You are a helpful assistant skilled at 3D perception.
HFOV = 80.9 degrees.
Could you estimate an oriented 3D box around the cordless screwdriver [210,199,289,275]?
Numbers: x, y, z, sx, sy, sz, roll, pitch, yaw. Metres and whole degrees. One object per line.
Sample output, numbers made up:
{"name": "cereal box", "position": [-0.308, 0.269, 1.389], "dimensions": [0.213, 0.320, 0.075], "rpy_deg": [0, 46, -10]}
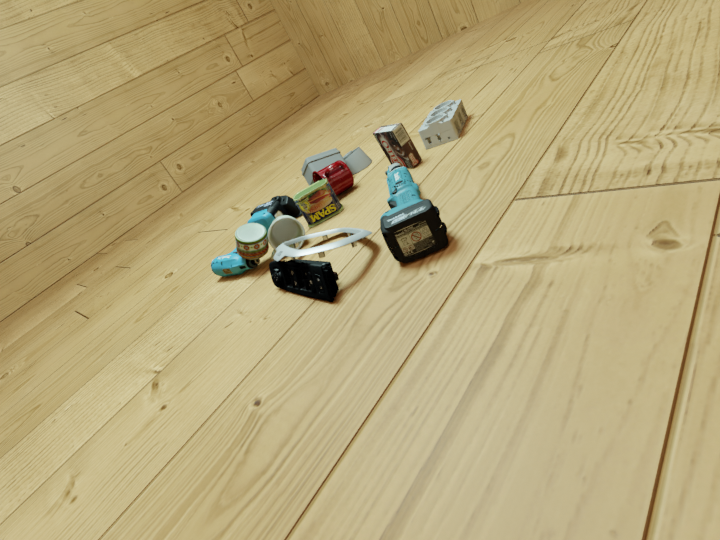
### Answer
{"name": "cordless screwdriver", "position": [-0.265, -0.084, 1.091], "dimensions": [0.166, 0.071, 0.249], "rpy_deg": [-8, 38, 38]}

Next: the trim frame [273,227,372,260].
{"name": "trim frame", "position": [-0.081, -0.053, 0.830], "dimensions": [0.181, 0.027, 0.257], "rpy_deg": [-17, 14, -17]}

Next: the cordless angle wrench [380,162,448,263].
{"name": "cordless angle wrench", "position": [0.087, -0.152, 0.850], "dimensions": [0.099, 0.072, 0.432], "rpy_deg": [-24, 25, 13]}

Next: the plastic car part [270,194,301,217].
{"name": "plastic car part", "position": [-0.218, -0.186, 1.196], "dimensions": [0.122, 0.067, 0.066], "rpy_deg": [-2, 65, 49]}

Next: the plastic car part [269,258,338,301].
{"name": "plastic car part", "position": [-0.104, 0.005, 0.785], "dimensions": [0.213, 0.064, 0.066], "rpy_deg": [3, 31, 48]}
